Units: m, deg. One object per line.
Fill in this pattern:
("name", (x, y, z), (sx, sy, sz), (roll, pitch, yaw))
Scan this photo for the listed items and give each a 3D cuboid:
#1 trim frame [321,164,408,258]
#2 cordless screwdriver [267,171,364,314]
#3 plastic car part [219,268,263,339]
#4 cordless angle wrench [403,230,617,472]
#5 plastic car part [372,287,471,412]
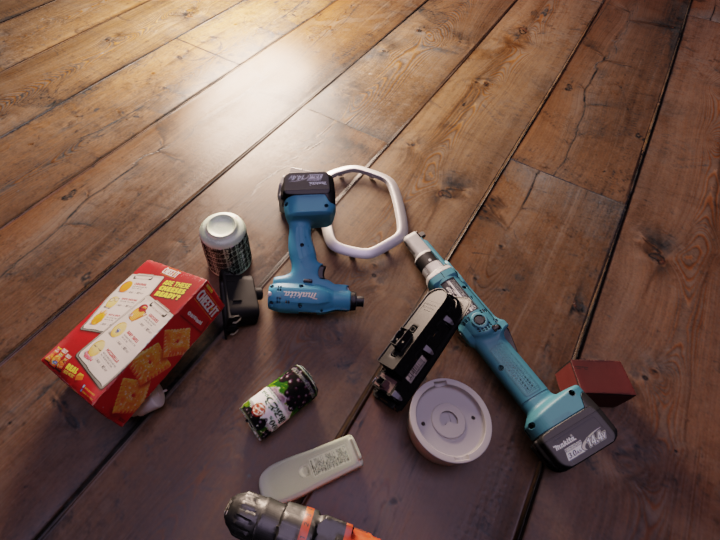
("trim frame", (-0.003, -0.124, 0.848), (0.183, 0.027, 0.257), (-4, 56, -5))
("cordless screwdriver", (-0.072, -0.047, 0.738), (0.159, 0.073, 0.253), (2, 71, 0))
("plastic car part", (-0.198, 0.047, 0.709), (0.069, 0.065, 0.121), (1, 50, -21))
("cordless angle wrench", (0.190, 0.089, 0.670), (0.098, 0.071, 0.444), (-31, 56, -4))
("plastic car part", (0.084, 0.103, 0.631), (0.202, 0.069, 0.065), (-47, 110, -16))
